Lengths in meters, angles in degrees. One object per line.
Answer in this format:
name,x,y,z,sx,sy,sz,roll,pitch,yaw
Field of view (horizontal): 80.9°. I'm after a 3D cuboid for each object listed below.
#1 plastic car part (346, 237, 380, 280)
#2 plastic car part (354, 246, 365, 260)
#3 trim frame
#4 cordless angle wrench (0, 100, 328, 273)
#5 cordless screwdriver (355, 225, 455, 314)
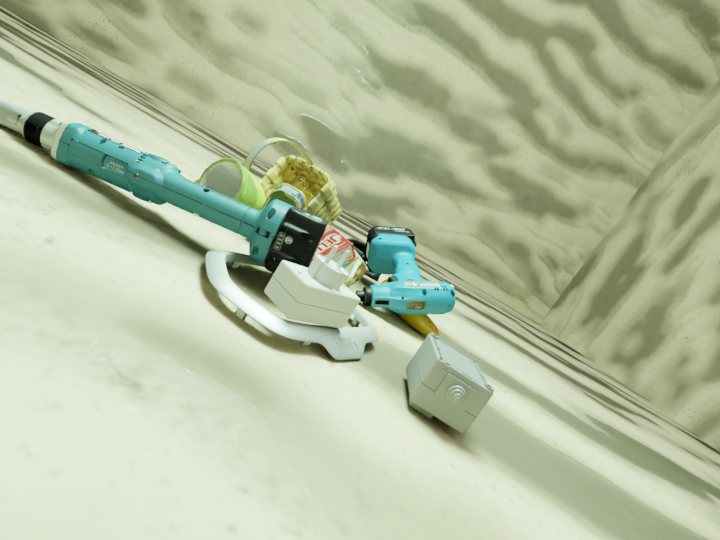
plastic car part,-0.003,-0.031,0.968,0.116,0.066,0.071,28,-6,-2
plastic car part,-0.078,-0.051,0.801,0.213,0.066,0.064,36,0,27
trim frame,-0.073,0.035,0.483,0.194,0.027,0.236,36,9,31
cordless angle wrench,-0.246,-0.109,0.503,0.424,0.074,0.098,24,7,1
cordless screwdriver,0.053,-0.003,0.772,0.157,0.073,0.258,1,27,-10
